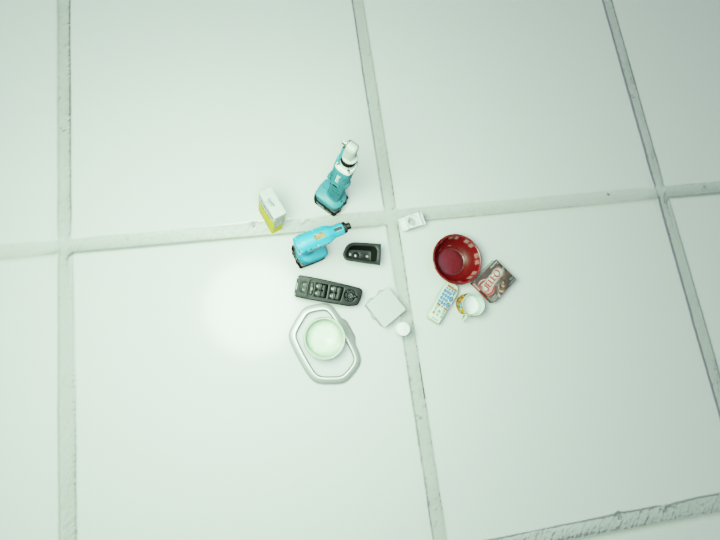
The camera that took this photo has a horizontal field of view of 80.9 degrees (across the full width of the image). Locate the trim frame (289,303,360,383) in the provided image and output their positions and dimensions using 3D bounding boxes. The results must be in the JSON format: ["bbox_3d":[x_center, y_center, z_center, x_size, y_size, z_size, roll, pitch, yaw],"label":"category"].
[{"bbox_3d":[-0.104,0.220,1.264,0.182,0.027,0.251,-30,83,-11],"label":"trim frame"}]

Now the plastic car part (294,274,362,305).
[{"bbox_3d":[-0.097,0.066,1.276,0.201,0.067,0.067,10,79,-5],"label":"plastic car part"}]

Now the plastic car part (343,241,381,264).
[{"bbox_3d":[-0.001,-0.050,1.308,0.115,0.071,0.067,5,80,-7],"label":"plastic car part"}]

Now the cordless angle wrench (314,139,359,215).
[{"bbox_3d":[-0.057,-0.253,1.164,0.098,0.424,0.074,37,77,-4],"label":"cordless angle wrench"}]

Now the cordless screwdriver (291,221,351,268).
[{"bbox_3d":[-0.118,-0.077,1.210,0.157,0.249,0.075,-22,87,-13],"label":"cordless screwdriver"}]
